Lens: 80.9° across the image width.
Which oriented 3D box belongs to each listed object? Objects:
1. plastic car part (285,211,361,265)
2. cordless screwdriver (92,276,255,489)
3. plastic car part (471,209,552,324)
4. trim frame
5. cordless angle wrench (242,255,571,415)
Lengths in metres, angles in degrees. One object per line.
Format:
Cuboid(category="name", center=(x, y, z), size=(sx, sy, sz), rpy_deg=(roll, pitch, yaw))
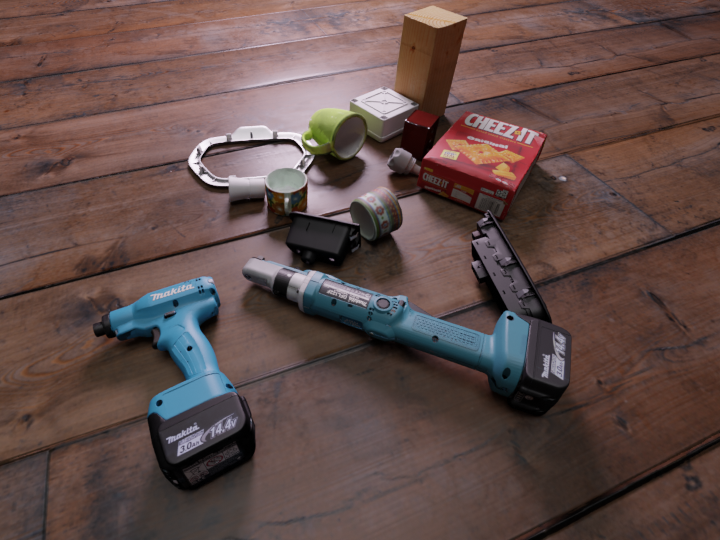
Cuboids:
Cuboid(category="plastic car part", center=(-0.063, -0.042, 0.649), size=(0.119, 0.063, 0.072), rpy_deg=(11, 63, 13))
Cuboid(category="cordless screwdriver", center=(-0.223, 0.118, 0.493), size=(0.156, 0.072, 0.262), rpy_deg=(-19, 47, -17))
Cuboid(category="plastic car part", center=(0.203, 0.007, 0.600), size=(0.067, 0.063, 0.212), rpy_deg=(-16, 50, -4))
Cuboid(category="trim frame", center=(-0.213, -0.229, 0.834), size=(0.247, 0.026, 0.191), rpy_deg=(-7, 48, -4))
Cuboid(category="cordless angle wrench", center=(0.030, 0.058, 0.551), size=(0.437, 0.072, 0.098), rpy_deg=(17, 50, 17))
